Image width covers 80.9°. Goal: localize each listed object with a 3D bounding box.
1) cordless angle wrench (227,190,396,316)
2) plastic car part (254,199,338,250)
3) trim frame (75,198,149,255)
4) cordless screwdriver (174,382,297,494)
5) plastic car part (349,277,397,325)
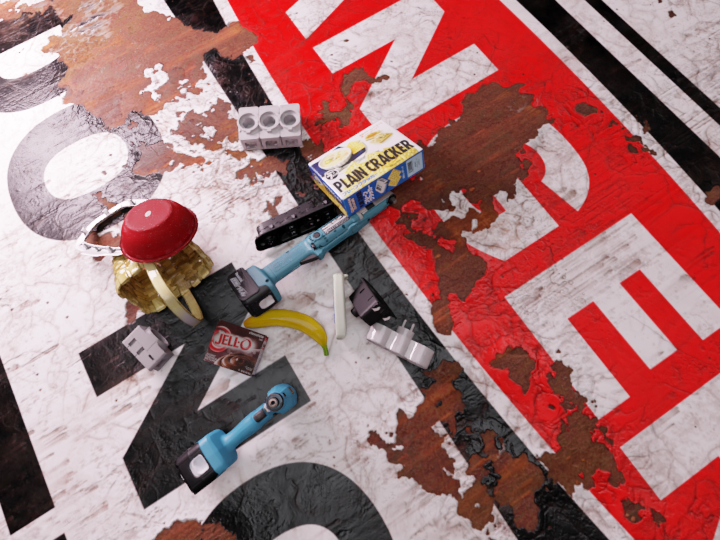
[{"bbox_3d":[-0.092,-0.060,0.942,0.419,0.071,0.103,-36,55,-12],"label":"cordless angle wrench"},{"bbox_3d":[-0.156,-0.111,0.969,0.202,0.064,0.070,-28,67,-6],"label":"plastic car part"},{"bbox_3d":[-0.541,-0.098,0.944,0.260,0.026,0.185,8,55,30],"label":"trim frame"},{"bbox_3d":[-0.230,0.308,0.797,0.248,0.156,0.076,-39,80,-7],"label":"cordless screwdriver"},{"bbox_3d":[0.013,0.074,0.894,0.071,0.063,0.122,-44,32,2],"label":"plastic car part"}]
